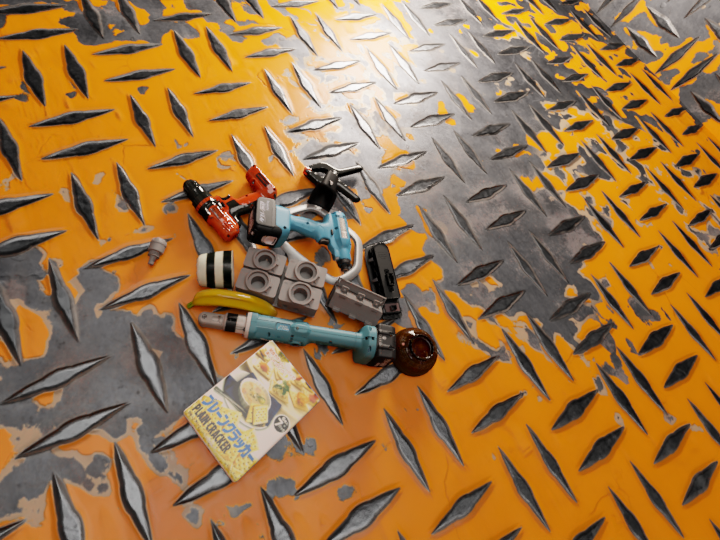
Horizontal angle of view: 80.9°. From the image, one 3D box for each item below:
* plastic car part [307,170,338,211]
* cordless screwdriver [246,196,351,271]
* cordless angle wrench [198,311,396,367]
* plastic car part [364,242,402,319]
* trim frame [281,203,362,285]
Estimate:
[{"bbox_3d":[-0.085,-0.211,1.080,0.065,0.117,0.072,24,63,-9],"label":"plastic car part"},{"bbox_3d":[-0.135,-0.079,0.982,0.239,0.075,0.165,7,54,-25],"label":"cordless screwdriver"},{"bbox_3d":[-0.136,0.136,0.912,0.417,0.097,0.076,10,60,-8],"label":"cordless angle wrench"},{"bbox_3d":[0.057,0.015,1.046,0.065,0.066,0.210,-7,64,-14],"label":"plastic car part"},{"bbox_3d":[-0.104,-0.068,1.059,0.249,0.027,0.183,36,59,1],"label":"trim frame"}]
